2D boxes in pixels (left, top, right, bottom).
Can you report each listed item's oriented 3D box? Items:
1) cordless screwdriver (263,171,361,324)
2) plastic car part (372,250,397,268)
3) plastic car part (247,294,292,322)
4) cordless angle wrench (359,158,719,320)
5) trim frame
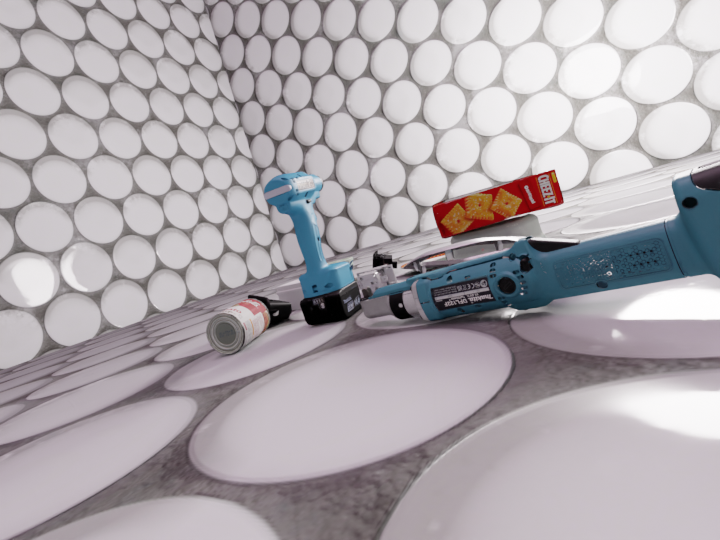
[{"bbox_3d":[-0.069,-0.045,0.709,0.076,0.247,0.156,-17,6,24],"label":"cordless screwdriver"},{"bbox_3d":[0.058,-0.018,1.069,0.067,0.066,0.203,-7,5,1],"label":"plastic car part"},{"bbox_3d":[-0.175,0.080,0.842,0.068,0.066,0.121,-1,-2,-35],"label":"plastic car part"},{"bbox_3d":[0.154,0.005,0.413,0.438,0.098,0.072,-18,0,45],"label":"cordless angle wrench"},{"bbox_3d":[0.180,-0.024,0.657,0.237,0.028,0.190,-1,-13,-41],"label":"trim frame"}]
